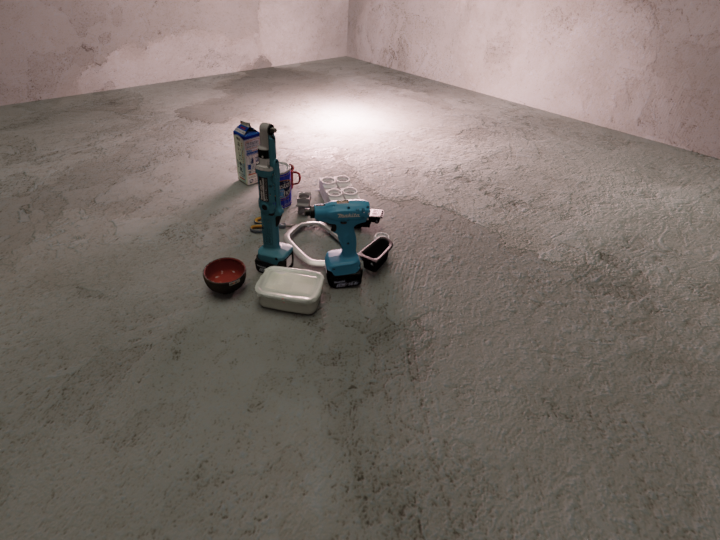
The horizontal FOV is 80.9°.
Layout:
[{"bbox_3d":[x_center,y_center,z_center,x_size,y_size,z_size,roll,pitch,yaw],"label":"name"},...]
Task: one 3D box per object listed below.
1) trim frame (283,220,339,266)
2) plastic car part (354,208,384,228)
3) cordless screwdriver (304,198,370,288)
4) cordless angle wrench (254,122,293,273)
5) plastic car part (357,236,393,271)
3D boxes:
[{"bbox_3d":[-0.126,-0.082,1.288,0.179,0.027,0.263,-23,43,-27],"label":"trim frame"},{"bbox_3d":[-0.029,-0.173,1.377,0.207,0.065,0.067,8,37,10],"label":"plastic car part"},{"bbox_3d":[-0.064,-0.069,1.093,0.158,0.242,0.077,-2,36,-7],"label":"cordless screwdriver"},{"bbox_3d":[-0.232,-0.172,1.088,0.101,0.411,0.074,18,38,18],"label":"cordless angle wrench"},{"bbox_3d":[0.047,-0.038,1.196,0.069,0.069,0.114,25,43,27],"label":"plastic car part"}]
